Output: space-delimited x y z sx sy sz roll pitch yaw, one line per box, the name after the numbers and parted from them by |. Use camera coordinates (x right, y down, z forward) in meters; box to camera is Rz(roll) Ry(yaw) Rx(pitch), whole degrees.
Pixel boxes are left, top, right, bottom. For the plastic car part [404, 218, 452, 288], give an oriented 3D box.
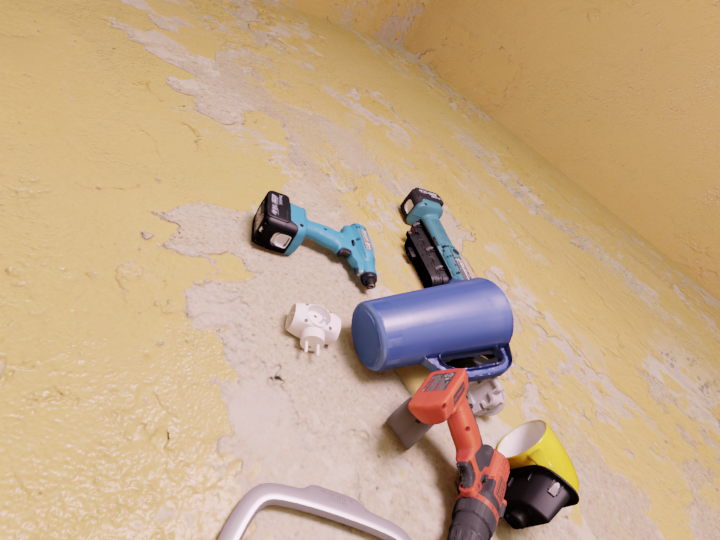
0.144 -0.027 0.939 0.065 0.065 0.213 -2 46 -26 | plastic car part

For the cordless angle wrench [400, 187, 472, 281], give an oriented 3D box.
0.202 -0.027 0.977 0.094 0.074 0.441 10 43 -28 | cordless angle wrench

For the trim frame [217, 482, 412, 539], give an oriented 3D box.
-0.032 0.318 0.428 0.244 0.027 0.188 21 38 -11 | trim frame

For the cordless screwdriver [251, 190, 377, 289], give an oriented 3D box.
-0.078 -0.051 0.800 0.238 0.074 0.166 16 38 -27 | cordless screwdriver

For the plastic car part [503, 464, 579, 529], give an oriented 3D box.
0.221 0.308 0.560 0.069 0.115 0.068 -33 70 -28 | plastic car part
